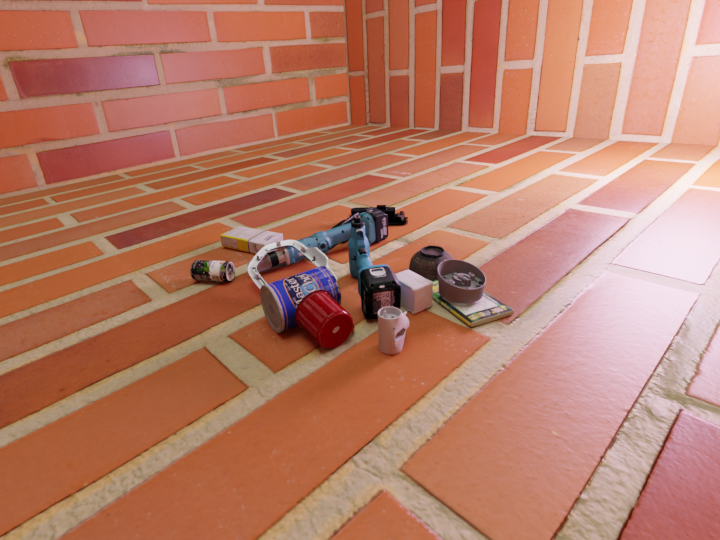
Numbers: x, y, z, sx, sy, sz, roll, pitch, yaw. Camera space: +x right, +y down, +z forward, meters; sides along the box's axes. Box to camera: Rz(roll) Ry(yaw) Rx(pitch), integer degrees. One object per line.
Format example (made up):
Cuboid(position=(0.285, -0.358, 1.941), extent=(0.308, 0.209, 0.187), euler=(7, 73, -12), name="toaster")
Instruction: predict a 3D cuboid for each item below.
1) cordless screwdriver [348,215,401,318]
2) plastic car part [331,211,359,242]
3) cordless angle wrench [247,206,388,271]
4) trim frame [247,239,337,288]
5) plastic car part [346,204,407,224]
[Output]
Cuboid(position=(0.018, -0.013, 0.949), extent=(0.073, 0.155, 0.259), euler=(-8, 27, -10), name="cordless screwdriver")
Cuboid(position=(-0.054, -0.129, 1.315), extent=(0.074, 0.064, 0.114), euler=(-2, 24, 43), name="plastic car part")
Cuboid(position=(-0.115, -0.076, 1.181), extent=(0.413, 0.095, 0.078), euler=(-21, 33, -23), name="cordless angle wrench")
Cuboid(position=(-0.169, -0.001, 1.038), extent=(0.180, 0.026, 0.263), euler=(-28, 46, -25), name="trim frame")
Cuboid(position=(0.052, -0.182, 1.396), extent=(0.207, 0.065, 0.067), euler=(-2, 32, 12), name="plastic car part")
